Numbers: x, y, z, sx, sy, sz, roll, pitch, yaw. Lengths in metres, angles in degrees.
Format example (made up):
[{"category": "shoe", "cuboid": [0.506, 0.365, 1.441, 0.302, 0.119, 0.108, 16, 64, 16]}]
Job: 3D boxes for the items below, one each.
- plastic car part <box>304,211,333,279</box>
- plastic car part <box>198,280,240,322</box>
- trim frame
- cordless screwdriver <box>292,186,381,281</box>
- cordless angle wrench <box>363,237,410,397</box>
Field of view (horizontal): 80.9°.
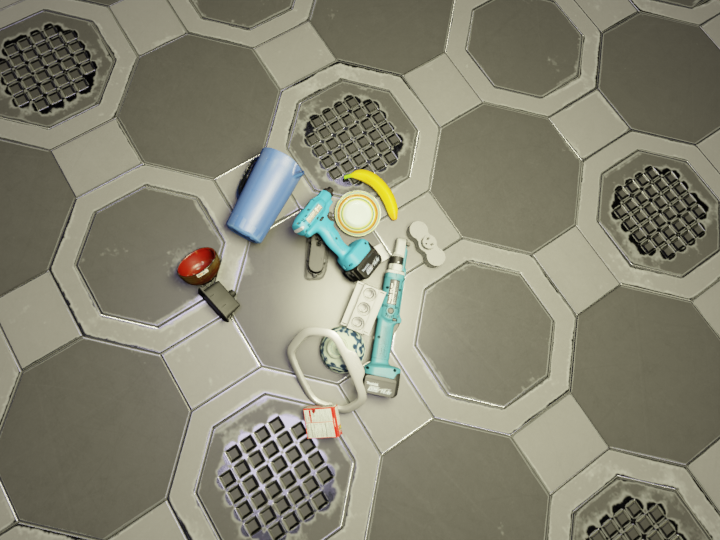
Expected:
[{"category": "plastic car part", "cuboid": [-0.114, -0.074, 1.163, 0.065, 0.068, 0.205, 8, 80, -12]}, {"category": "plastic car part", "cuboid": [-0.367, 0.074, 1.120, 0.117, 0.066, 0.070, 44, 64, 1]}, {"category": "trim frame", "cuboid": [-0.082, 0.250, 1.053, 0.189, 0.027, 0.245, -20, 98, 26]}, {"category": "cordless screwdriver", "cuboid": [-0.050, -0.096, 1.125, 0.242, 0.076, 0.159, 42, 63, -14]}, {"category": "cordless angle wrench", "cuboid": [0.077, 0.112, 1.129, 0.098, 0.074, 0.427, 11, 75, -2]}]
